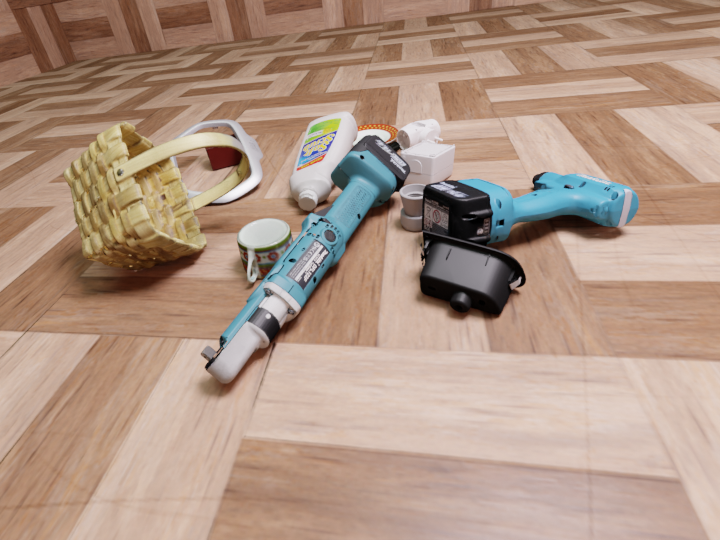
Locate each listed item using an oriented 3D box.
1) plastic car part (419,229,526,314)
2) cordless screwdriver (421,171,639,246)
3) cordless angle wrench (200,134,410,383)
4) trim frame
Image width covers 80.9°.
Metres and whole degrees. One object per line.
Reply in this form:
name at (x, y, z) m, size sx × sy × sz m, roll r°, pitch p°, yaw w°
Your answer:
plastic car part at (0.114, 0.011, 0.471) m, size 0.122 × 0.063 × 0.071 m, roll 20°, pitch 59°, yaw 28°
cordless screwdriver at (0.202, -0.092, 0.565) m, size 0.245 × 0.072 × 0.166 m, roll -9°, pitch 26°, yaw -11°
cordless angle wrench at (-0.053, -0.034, 0.539) m, size 0.075 × 0.096 × 0.422 m, roll -40°, pitch 14°, yaw 48°
trim frame at (-0.285, -0.217, 0.825) m, size 0.182 × 0.026 × 0.261 m, roll -23°, pitch 55°, yaw -11°
